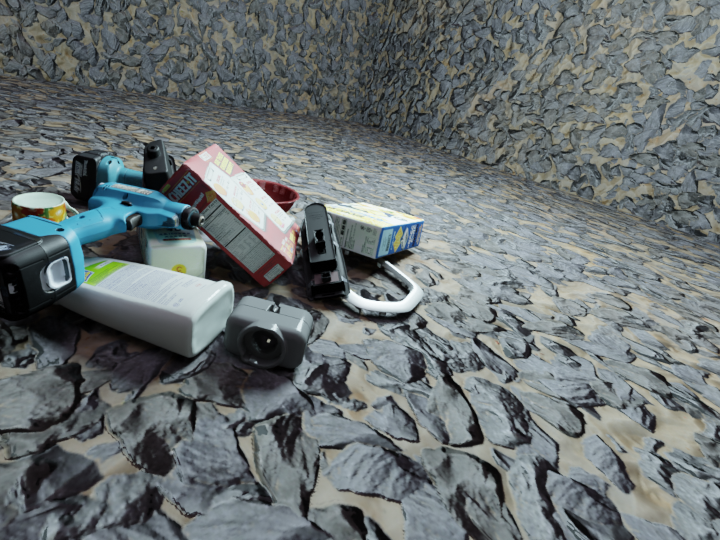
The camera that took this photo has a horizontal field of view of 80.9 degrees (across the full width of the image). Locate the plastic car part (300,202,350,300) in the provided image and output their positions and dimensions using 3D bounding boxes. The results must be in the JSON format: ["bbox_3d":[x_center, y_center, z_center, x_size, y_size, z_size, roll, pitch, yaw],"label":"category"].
[{"bbox_3d":[-0.068,-0.045,0.700,0.066,0.064,0.211,-15,42,2],"label":"plastic car part"}]

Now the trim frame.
[{"bbox_3d":[-0.004,0.007,0.736,0.176,0.027,0.263,-5,31,-35],"label":"trim frame"}]

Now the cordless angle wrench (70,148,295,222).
[{"bbox_3d":[-0.336,-0.142,0.834,0.418,0.097,0.076,13,20,-7],"label":"cordless angle wrench"}]

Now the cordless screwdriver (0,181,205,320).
[{"bbox_3d":[-0.307,-0.039,0.494,0.162,0.073,0.249,11,29,8],"label":"cordless screwdriver"}]

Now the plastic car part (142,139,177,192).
[{"bbox_3d":[-0.362,-0.186,0.752,0.064,0.070,0.121,-10,60,-17],"label":"plastic car part"}]
